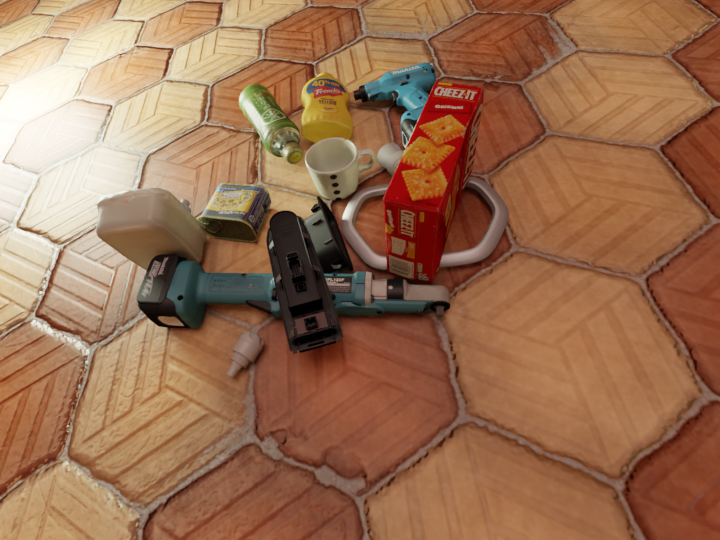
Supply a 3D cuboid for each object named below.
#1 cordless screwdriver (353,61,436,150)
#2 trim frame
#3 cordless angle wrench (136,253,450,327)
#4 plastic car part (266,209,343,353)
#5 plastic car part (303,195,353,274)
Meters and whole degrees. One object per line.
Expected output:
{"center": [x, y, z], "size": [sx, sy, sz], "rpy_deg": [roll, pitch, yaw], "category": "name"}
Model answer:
{"center": [0.084, -0.285, 0.762], "size": [0.160, 0.071, 0.259], "rpy_deg": [-15, 51, 2], "category": "cordless screwdriver"}
{"center": [0.093, -0.079, 0.646], "size": [0.253, 0.026, 0.189], "rpy_deg": [-7, 56, 10], "category": "trim frame"}
{"center": [-0.096, 0.032, 0.590], "size": [0.431, 0.071, 0.100], "rpy_deg": [0, 56, 10], "category": "cordless angle wrench"}
{"center": [-0.085, -0.002, 0.543], "size": [0.066, 0.064, 0.212], "rpy_deg": [-20, 53, 0], "category": "plastic car part"}
{"center": [-0.063, -0.041, 0.641], "size": [0.072, 0.062, 0.121], "rpy_deg": [-25, 57, 12], "category": "plastic car part"}
